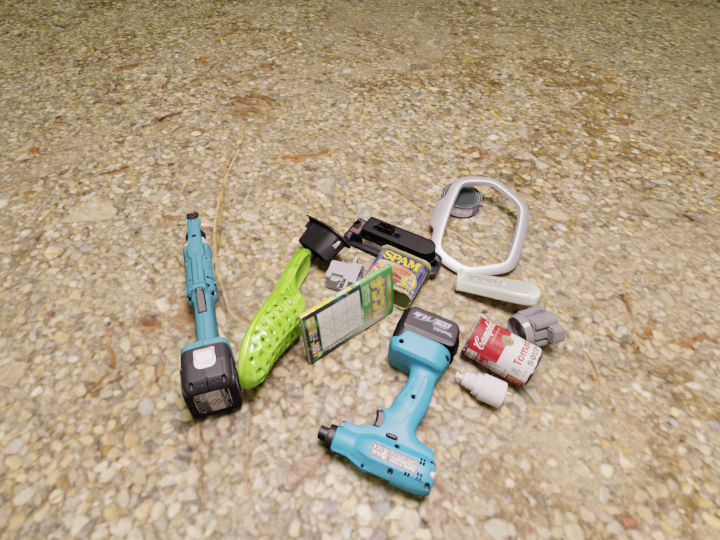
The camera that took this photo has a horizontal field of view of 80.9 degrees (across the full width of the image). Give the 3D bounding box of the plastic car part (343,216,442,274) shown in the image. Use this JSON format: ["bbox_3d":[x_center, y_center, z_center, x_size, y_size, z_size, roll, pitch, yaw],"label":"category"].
[{"bbox_3d":[0.066,-0.059,0.826,0.211,0.065,0.065,27,48,22],"label":"plastic car part"}]

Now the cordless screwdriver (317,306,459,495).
[{"bbox_3d":[0.050,0.172,0.623,0.163,0.072,0.250,16,54,13],"label":"cordless screwdriver"}]

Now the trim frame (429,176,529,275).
[{"bbox_3d":[0.237,-0.093,0.854,0.188,0.027,0.250,18,66,12],"label":"trim frame"}]

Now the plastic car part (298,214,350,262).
[{"bbox_3d":[-0.079,-0.052,0.809,0.071,0.063,0.123,-47,35,-5],"label":"plastic car part"}]

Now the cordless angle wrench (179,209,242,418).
[{"bbox_3d":[-0.277,0.036,0.737,0.073,0.095,0.444,-13,46,-14],"label":"cordless angle wrench"}]
